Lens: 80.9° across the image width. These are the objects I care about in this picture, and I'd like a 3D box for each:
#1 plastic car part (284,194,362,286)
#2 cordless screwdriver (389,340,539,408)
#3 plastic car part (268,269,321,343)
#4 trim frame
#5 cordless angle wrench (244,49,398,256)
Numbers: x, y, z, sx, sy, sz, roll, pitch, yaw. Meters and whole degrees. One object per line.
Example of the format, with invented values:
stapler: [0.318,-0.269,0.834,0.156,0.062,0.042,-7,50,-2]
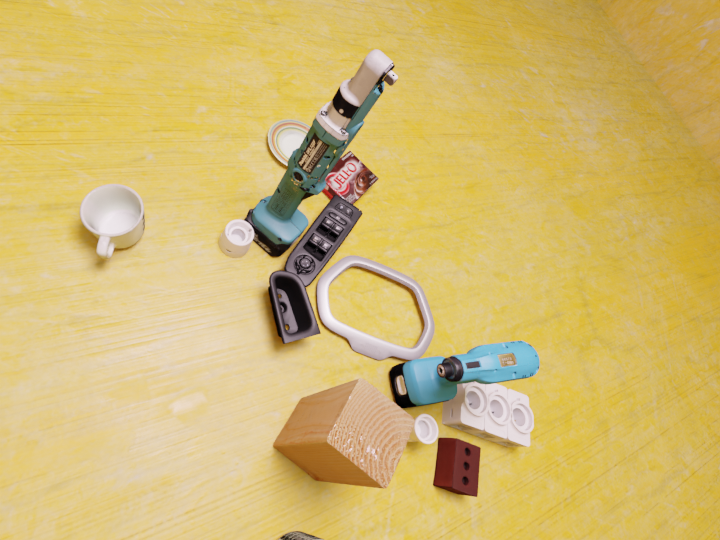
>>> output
plastic car part: [-0.077,-0.050,0.783,0.066,0.068,0.203,37,55,-7]
cordless screwdriver: [0.127,0.164,0.655,0.153,0.252,0.076,0,68,-28]
plastic car part: [-0.122,0.063,0.701,0.063,0.072,0.120,-10,71,-30]
trim frame: [0.032,0.070,0.795,0.242,0.028,0.187,22,58,-13]
cordless angle wrench: [-0.075,-0.148,0.616,0.097,0.428,0.074,44,55,-5]
